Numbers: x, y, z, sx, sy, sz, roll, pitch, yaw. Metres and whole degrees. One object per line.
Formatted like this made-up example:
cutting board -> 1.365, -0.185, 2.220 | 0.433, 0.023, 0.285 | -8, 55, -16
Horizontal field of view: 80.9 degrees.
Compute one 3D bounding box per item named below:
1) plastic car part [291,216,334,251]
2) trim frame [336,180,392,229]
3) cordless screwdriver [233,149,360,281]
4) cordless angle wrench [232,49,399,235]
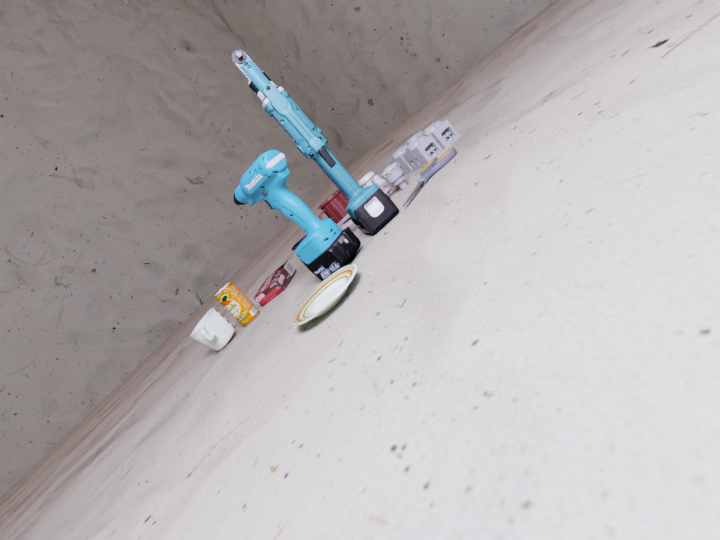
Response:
plastic car part -> -0.095, -0.062, 0.976 | 0.116, 0.070, 0.067 | -44, 11, -8
trim frame -> 0.010, -0.159, 1.068 | 0.246, 0.027, 0.189 | -48, 15, -24
cordless screwdriver -> -0.129, -0.091, 0.791 | 0.163, 0.245, 0.074 | -31, 13, 47
cordless angle wrench -> -0.094, -0.246, 0.809 | 0.074, 0.416, 0.100 | -42, 8, -4
